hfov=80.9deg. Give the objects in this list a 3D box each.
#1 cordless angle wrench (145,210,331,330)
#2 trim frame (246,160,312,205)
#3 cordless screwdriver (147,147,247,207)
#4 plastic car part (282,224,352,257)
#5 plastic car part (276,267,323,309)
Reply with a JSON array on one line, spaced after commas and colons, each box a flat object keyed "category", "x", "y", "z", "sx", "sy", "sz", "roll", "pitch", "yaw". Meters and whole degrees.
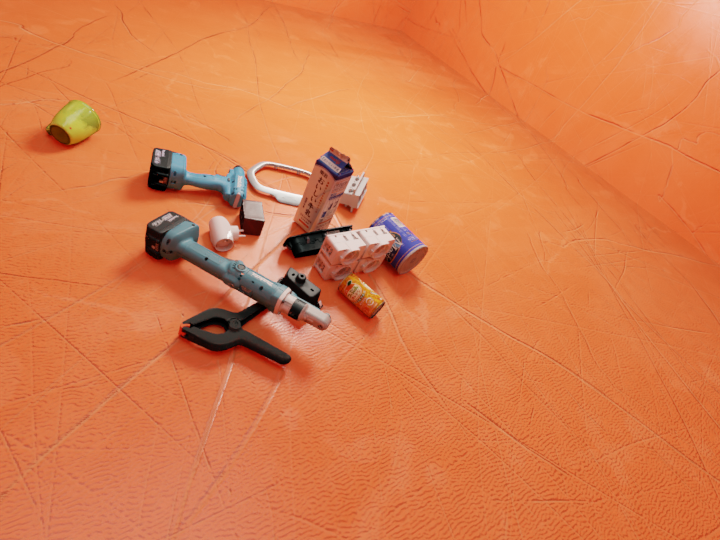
[{"category": "cordless angle wrench", "x": -0.251, "y": 0.011, "z": 0.872, "sx": 0.432, "sy": 0.073, "sz": 0.097, "roll": 28, "pitch": 36, "yaw": 10}, {"category": "trim frame", "x": -0.215, "y": -0.259, "z": 1.253, "sx": 0.241, "sy": 0.027, "sz": 0.191, "roll": 11, "pitch": 40, "yaw": -19}, {"category": "cordless screwdriver", "x": -0.421, "y": -0.254, "z": 1.112, "sx": 0.240, "sy": 0.074, "sz": 0.165, "roll": 12, "pitch": 41, "yaw": -21}, {"category": "plastic car part", "x": -0.105, "y": -0.069, "z": 1.077, "sx": 0.195, "sy": 0.068, "sz": 0.068, "roll": -9, "pitch": 77, "yaw": -35}, {"category": "plastic car part", "x": -0.134, "y": 0.040, "z": 0.929, "sx": 0.120, "sy": 0.071, "sz": 0.064, "roll": 41, "pitch": 40, "yaw": 13}]
